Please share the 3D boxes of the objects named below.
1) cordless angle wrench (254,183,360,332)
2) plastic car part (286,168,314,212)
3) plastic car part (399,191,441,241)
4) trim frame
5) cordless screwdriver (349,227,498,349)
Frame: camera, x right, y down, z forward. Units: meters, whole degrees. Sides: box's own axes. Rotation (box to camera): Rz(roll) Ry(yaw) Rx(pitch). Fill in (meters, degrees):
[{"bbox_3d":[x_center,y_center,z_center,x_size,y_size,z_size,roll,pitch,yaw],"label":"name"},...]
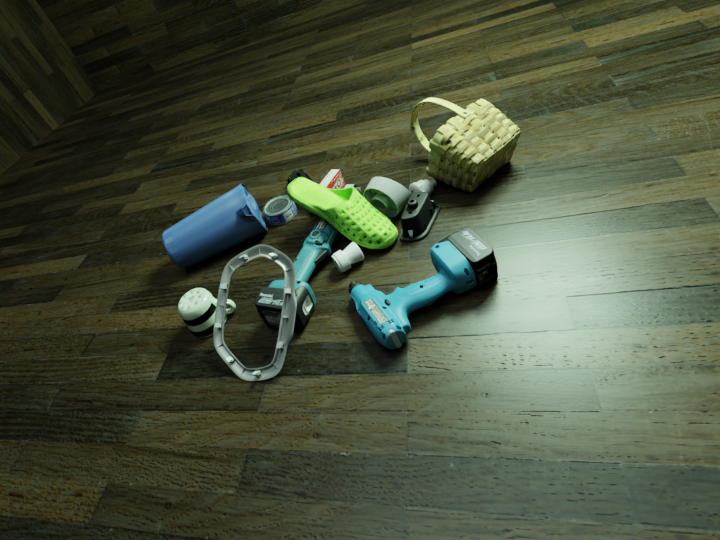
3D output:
[{"bbox_3d":[-0.091,-0.059,0.926,0.102,0.071,0.425,4,47,24],"label":"cordless angle wrench"},{"bbox_3d":[-0.145,-0.222,1.122,0.065,0.064,0.214,-24,44,-11],"label":"plastic car part"},{"bbox_3d":[0.118,-0.123,0.889,0.069,0.068,0.116,6,47,30],"label":"plastic car part"},{"bbox_3d":[-0.194,0.075,0.771,0.192,0.026,0.249,6,85,26],"label":"trim frame"},{"bbox_3d":[0.104,0.016,0.756,0.248,0.070,0.168,-34,42,-4],"label":"cordless screwdriver"}]
